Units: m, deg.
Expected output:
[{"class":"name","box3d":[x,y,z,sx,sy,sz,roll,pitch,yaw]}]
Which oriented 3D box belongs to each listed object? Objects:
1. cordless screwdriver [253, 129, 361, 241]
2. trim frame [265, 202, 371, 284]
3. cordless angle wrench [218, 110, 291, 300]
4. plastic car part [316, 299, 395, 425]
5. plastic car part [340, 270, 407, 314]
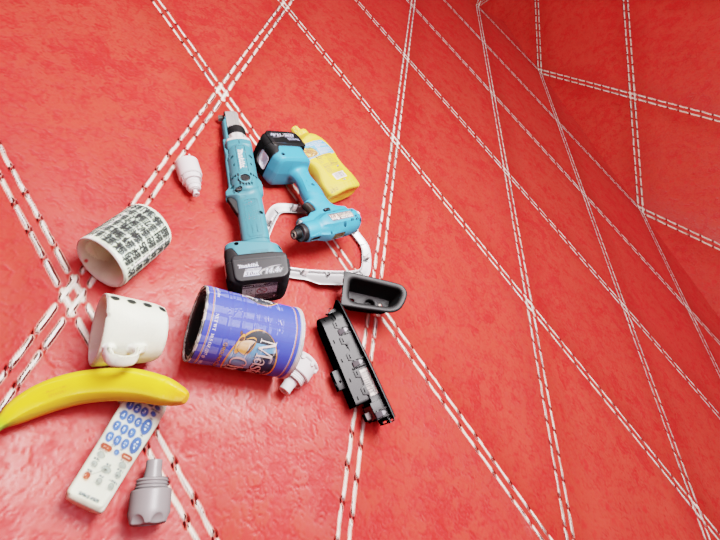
[{"class":"cordless screwdriver","box3d":[-0.122,-0.154,0.791,0.153,0.074,0.257,-17,62,-46]},{"class":"trim frame","box3d":[-0.079,-0.051,0.804,0.237,0.028,0.191,5,56,-35]},{"class":"cordless angle wrench","box3d":[-0.207,-0.145,0.752,0.096,0.073,0.440,-7,56,-17]},{"class":"plastic car part","box3d":[-0.019,0.149,0.673,0.066,0.065,0.210,-16,67,-15]},{"class":"plastic car part","box3d":[0.016,0.052,0.756,0.114,0.071,0.067,13,62,-11]}]
